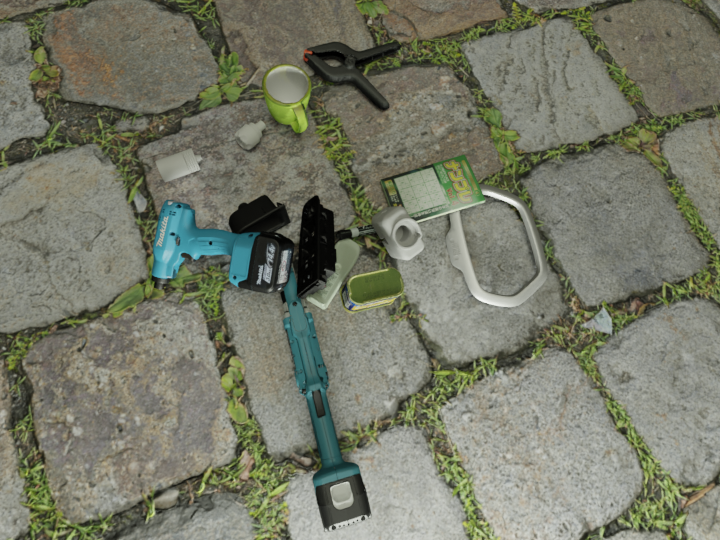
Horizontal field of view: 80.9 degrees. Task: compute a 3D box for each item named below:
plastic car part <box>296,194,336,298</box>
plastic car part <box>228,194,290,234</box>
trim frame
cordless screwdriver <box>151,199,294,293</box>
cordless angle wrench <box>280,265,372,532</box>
[{"bbox_3d":[-0.074,-0.048,0.754,0.064,0.067,0.210,11,53,-27],"label":"plastic car part"},{"bbox_3d":[-0.199,-0.100,0.789,0.116,0.064,0.074,-28,65,-8],"label":"plastic car part"},{"bbox_3d":[0.260,-0.053,0.819,0.182,0.027,0.253,-9,76,-7],"label":"trim frame"},{"bbox_3d":[-0.245,-0.016,0.720,0.256,0.072,0.158,16,95,15],"label":"cordless screwdriver"},{"bbox_3d":[-0.081,0.177,0.702,0.073,0.096,0.434,-13,71,-10],"label":"cordless angle wrench"}]
